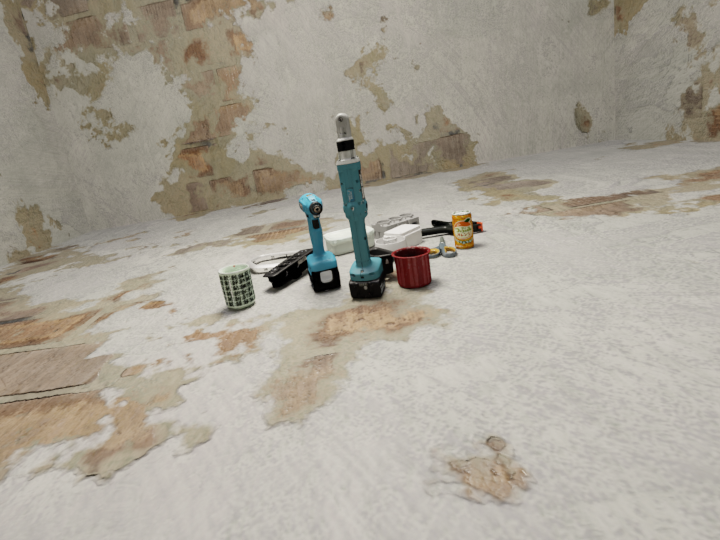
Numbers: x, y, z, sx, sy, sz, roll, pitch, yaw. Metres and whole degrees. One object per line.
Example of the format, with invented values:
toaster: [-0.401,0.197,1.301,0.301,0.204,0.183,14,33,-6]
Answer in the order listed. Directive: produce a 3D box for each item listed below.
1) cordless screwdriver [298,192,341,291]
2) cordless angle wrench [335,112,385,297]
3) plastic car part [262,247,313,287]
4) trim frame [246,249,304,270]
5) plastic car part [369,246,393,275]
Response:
cordless screwdriver: [-0.105,-0.069,1.072,0.073,0.244,0.164,-12,15,-11]
cordless angle wrench: [-0.011,-0.145,0.974,0.076,0.415,0.097,-5,15,16]
plastic car part: [-0.204,-0.005,1.223,0.069,0.066,0.198,0,20,32]
trim frame: [-0.263,-0.036,1.415,0.251,0.027,0.186,-8,18,7]
plastic car part: [0.049,-0.019,1.117,0.064,0.069,0.122,-16,18,-21]
